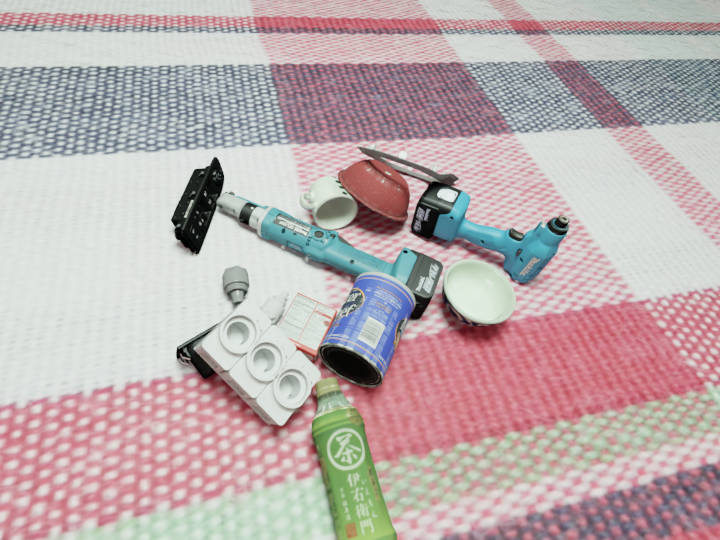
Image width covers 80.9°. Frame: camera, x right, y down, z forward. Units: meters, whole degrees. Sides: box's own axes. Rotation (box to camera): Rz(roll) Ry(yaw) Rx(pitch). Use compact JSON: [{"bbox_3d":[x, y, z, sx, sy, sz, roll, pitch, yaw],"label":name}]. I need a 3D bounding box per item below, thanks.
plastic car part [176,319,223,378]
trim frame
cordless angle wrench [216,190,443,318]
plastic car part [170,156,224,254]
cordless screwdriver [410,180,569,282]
[{"bbox_3d":[-0.203,0.116,0.622,0.114,0.066,0.072,-28,79,-30],"label":"plastic car part"},{"bbox_3d":[0.097,-0.204,0.824,0.193,0.027,0.237,27,11,27],"label":"trim frame"},{"bbox_3d":[-0.073,-0.048,0.750,0.433,0.072,0.098,23,54,12],"label":"cordless angle wrench"},{"bbox_3d":[-0.301,-0.126,0.783,0.069,0.063,0.207,-4,52,18],"label":"plastic car part"},{"bbox_3d":[0.226,-0.084,0.763,0.256,0.155,0.074,29,54,14],"label":"cordless screwdriver"}]
